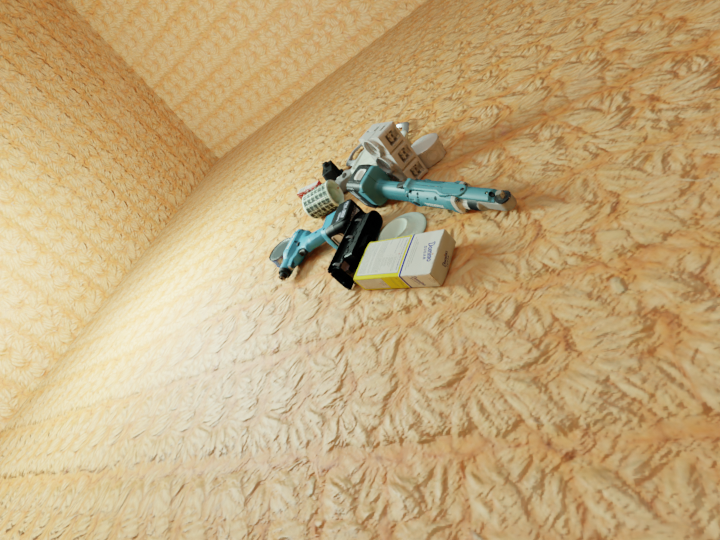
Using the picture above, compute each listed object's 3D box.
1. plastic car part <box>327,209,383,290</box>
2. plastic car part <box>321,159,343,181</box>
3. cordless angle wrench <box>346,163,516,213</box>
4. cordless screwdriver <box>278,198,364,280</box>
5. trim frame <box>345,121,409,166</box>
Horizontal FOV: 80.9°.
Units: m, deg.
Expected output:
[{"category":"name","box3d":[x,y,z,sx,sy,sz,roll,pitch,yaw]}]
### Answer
[{"category":"plastic car part","box3d":[-0.001,-0.060,0.881,0.068,0.065,0.205,-40,21,44]},{"category":"plastic car part","box3d":[-0.094,-0.309,1.332,0.067,0.067,0.120,-32,33,16]},{"category":"cordless angle wrench","box3d":[0.126,-0.159,0.857,0.446,0.093,0.074,23,79,54]},{"category":"cordless screwdriver","box3d":[-0.100,-0.065,1.019,0.257,0.071,0.161,-21,36,41]},{"category":"trim frame","box3d":[0.051,-0.380,1.293,0.260,0.026,0.184,3,51,50]}]
